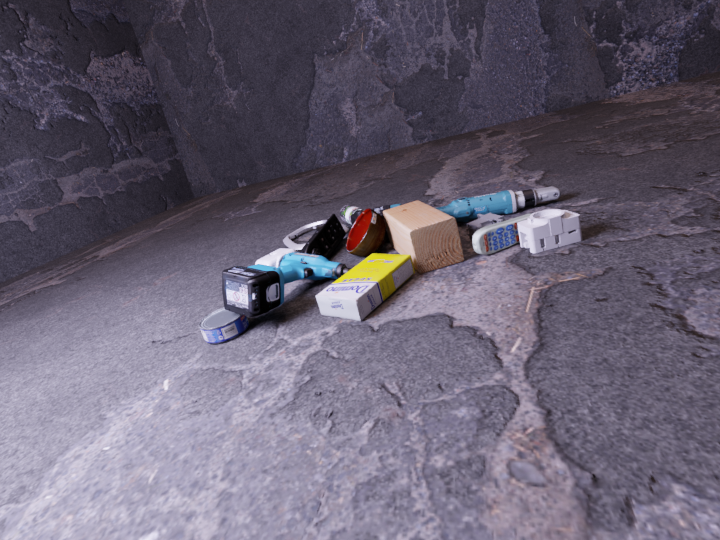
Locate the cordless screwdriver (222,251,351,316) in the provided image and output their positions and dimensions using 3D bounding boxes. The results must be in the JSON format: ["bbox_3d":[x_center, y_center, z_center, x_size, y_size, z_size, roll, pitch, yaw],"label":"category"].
[{"bbox_3d":[-0.137,0.017,0.818,0.166,0.073,0.241,7,17,28],"label":"cordless screwdriver"}]

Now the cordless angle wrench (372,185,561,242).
[{"bbox_3d":[0.242,-0.143,0.998,0.431,0.072,0.098,-9,20,13],"label":"cordless angle wrench"}]

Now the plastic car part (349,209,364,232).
[{"bbox_3d":[0.006,-0.127,1.125,0.065,0.069,0.120,-21,17,-9],"label":"plastic car part"}]

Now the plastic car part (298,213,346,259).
[{"bbox_3d":[-0.101,-0.066,1.033,0.069,0.064,0.203,-14,26,24],"label":"plastic car part"}]

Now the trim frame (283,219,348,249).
[{"bbox_3d":[-0.128,-0.104,1.219,0.182,0.027,0.259,-25,20,-14],"label":"trim frame"}]
